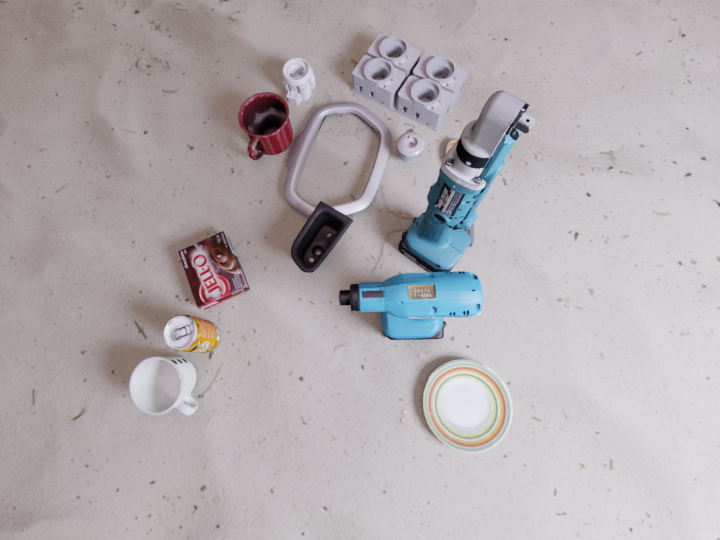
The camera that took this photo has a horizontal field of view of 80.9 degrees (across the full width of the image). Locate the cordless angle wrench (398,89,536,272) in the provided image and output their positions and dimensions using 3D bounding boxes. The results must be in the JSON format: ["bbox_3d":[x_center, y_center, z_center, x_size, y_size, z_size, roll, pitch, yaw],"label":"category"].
[{"bbox_3d":[0.115,-0.084,0.526,0.100,0.413,0.074,37,80,9],"label":"cordless angle wrench"}]

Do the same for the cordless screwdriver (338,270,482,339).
[{"bbox_3d":[0.056,0.051,0.582,0.160,0.243,0.075,-1,76,2],"label":"cordless screwdriver"}]

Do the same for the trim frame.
[{"bbox_3d":[-0.045,-0.206,0.781,0.188,0.027,0.250,15,76,10],"label":"trim frame"}]

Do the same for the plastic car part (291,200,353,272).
[{"bbox_3d":[-0.070,-0.046,0.715,0.068,0.069,0.116,31,79,11],"label":"plastic car part"}]
